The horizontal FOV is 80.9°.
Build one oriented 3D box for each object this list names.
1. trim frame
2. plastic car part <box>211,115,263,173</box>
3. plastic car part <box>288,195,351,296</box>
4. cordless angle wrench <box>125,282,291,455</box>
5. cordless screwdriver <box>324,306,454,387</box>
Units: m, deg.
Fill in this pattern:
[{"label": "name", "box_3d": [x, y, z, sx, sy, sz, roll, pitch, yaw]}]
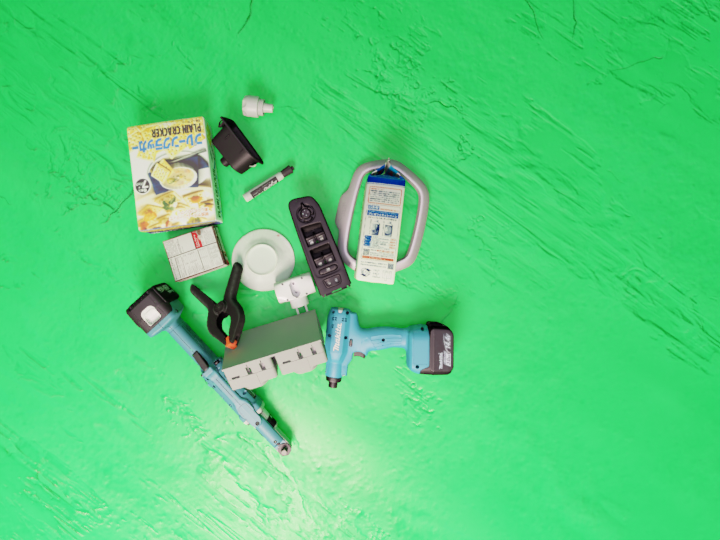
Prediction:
[{"label": "trim frame", "box_3d": [0.042, -0.108, 0.873, 0.184, 0.027, 0.248, 12, 89, 1]}, {"label": "plastic car part", "box_3d": [-0.263, -0.249, 0.875, 0.072, 0.065, 0.116, -33, 92, 14]}, {"label": "plastic car part", "box_3d": [-0.083, -0.054, 0.850, 0.067, 0.067, 0.203, -22, 91, 6]}, {"label": "cordless angle wrench", "box_3d": [-0.284, 0.205, 0.841, 0.074, 0.098, 0.422, -42, 92, -2]}, {"label": "cordless screwdriver", "box_3d": [0.051, 0.165, 0.837, 0.251, 0.073, 0.159, 6, 88, 5]}]
